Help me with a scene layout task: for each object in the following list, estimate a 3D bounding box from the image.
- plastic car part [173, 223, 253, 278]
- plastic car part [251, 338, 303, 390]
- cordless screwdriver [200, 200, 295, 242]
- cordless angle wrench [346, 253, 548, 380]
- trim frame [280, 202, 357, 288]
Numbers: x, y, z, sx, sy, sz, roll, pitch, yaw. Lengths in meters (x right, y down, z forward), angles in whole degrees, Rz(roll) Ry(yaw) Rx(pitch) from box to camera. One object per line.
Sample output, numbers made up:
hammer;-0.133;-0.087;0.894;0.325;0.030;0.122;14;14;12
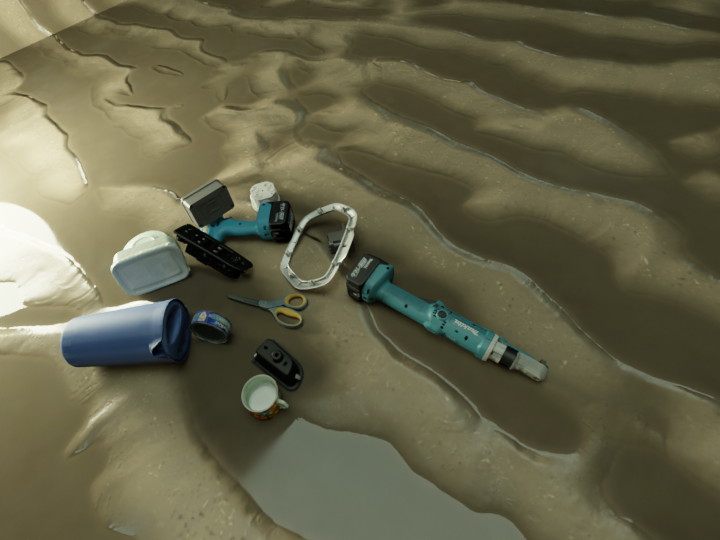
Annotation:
plastic car part;-0.362;-0.039;1.031;0.206;0.066;0.066;26;19;7
plastic car part;-0.167;0.181;0.855;0.123;0.068;0.065;30;62;30
cordless screwdriver;-0.301;-0.135;1.119;0.252;0.071;0.164;-8;52;7
cordless angle wrench;0.165;0.101;0.871;0.442;0.071;0.097;28;61;24
trim frame;-0.100;-0.065;1.023;0.193;0.026;0.250;7;61;32
